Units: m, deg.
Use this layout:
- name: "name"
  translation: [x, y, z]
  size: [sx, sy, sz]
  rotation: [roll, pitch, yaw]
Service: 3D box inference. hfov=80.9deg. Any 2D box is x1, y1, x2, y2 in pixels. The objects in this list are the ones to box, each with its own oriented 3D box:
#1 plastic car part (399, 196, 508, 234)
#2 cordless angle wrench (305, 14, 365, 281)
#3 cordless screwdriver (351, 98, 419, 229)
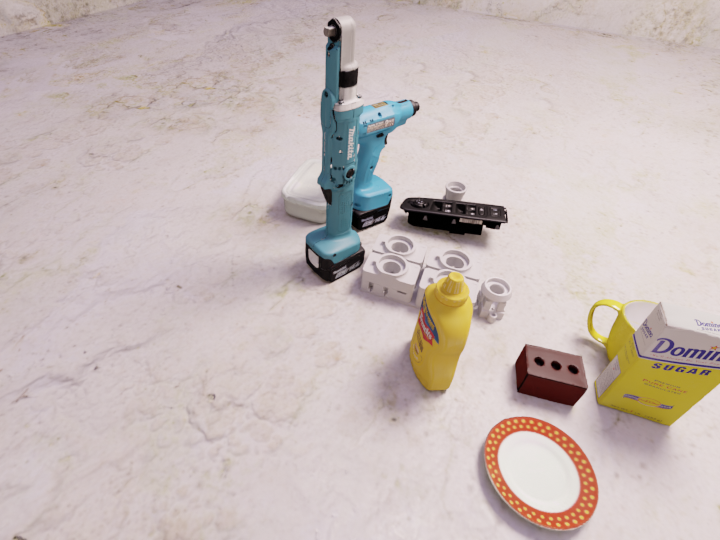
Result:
- name: "plastic car part"
  translation: [0.181, -0.109, 0.848]
  size: [0.207, 0.065, 0.067]
  rotation: [12, 45, 12]
- name: "cordless angle wrench"
  translation: [-0.034, -0.159, 0.651]
  size: [0.095, 0.410, 0.078]
  rotation: [-27, 52, -29]
- name: "cordless screwdriver"
  translation: [0.034, -0.207, 0.822]
  size: [0.155, 0.241, 0.078]
  rotation: [-23, 51, -26]
